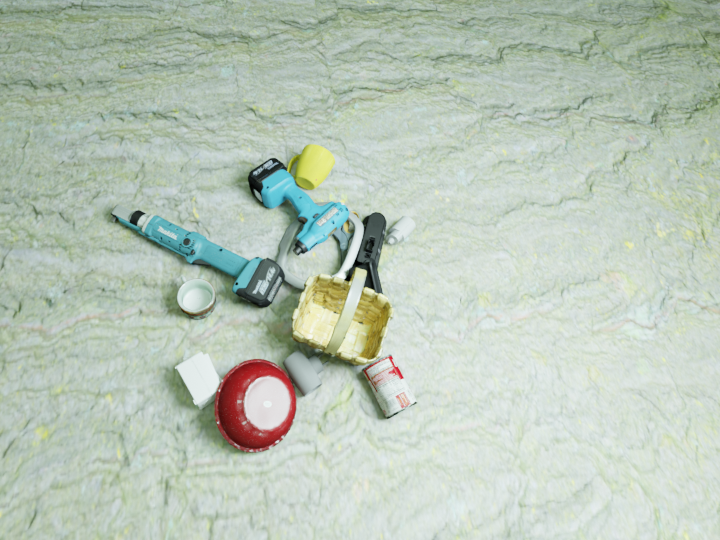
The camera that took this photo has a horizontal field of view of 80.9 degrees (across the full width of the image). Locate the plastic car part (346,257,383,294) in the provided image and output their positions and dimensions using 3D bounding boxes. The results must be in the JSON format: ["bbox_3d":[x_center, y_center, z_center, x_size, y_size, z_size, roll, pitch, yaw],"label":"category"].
[{"bbox_3d":[0.007,0.033,0.912,0.072,0.065,0.115,-13,101,15],"label":"plastic car part"}]

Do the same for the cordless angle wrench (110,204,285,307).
[{"bbox_3d":[-0.369,-0.052,0.922,0.432,0.072,0.098,25,77,11],"label":"cordless angle wrench"}]

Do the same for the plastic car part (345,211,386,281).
[{"bbox_3d":[0.019,-0.060,0.988,0.067,0.065,0.206,12,57,5],"label":"plastic car part"}]

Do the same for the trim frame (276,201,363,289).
[{"bbox_3d":[-0.095,-0.062,0.974,0.188,0.026,0.251,13,61,12],"label":"trim frame"}]

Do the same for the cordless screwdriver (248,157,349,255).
[{"bbox_3d":[-0.166,-0.148,0.984,0.259,0.072,0.158,37,67,21],"label":"cordless screwdriver"}]
